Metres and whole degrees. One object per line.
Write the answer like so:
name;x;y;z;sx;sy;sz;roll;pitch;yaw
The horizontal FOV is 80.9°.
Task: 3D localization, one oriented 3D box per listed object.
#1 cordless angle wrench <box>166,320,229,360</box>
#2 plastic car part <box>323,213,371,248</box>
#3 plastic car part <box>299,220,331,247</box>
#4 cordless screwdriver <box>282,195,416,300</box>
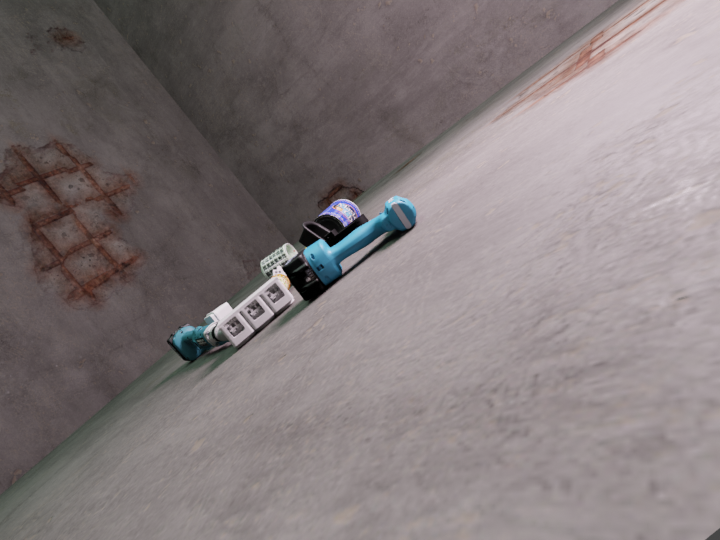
cordless angle wrench;-0.401;0.173;1.084;0.073;0.096;0.436;-47;16;-34
plastic car part;-0.038;-0.067;0.941;0.208;0.067;0.065;-27;6;39
plastic car part;-0.104;-0.068;1.063;0.070;0.118;0.065;-63;-8;30
cordless screwdriver;-0.016;-0.052;0.761;0.251;0.073;0.160;-33;10;11
